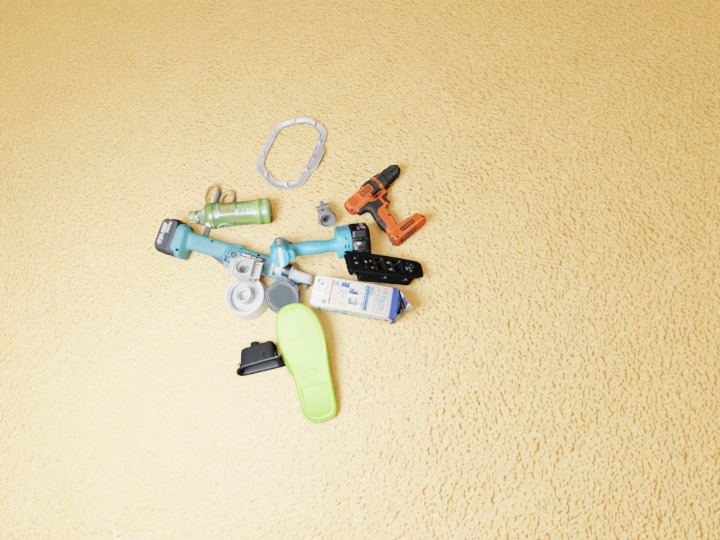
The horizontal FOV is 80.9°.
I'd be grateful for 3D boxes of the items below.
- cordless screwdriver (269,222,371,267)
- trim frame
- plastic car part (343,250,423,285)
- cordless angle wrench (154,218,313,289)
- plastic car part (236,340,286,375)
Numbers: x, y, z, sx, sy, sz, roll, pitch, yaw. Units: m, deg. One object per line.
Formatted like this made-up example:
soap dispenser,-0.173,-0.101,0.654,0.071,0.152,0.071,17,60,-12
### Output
cordless screwdriver,-0.104,-0.068,1.062,0.247,0.164,0.073,-9,109,-6
trim frame,-0.196,-0.344,1.219,0.189,0.027,0.250,19,72,13
plastic car part,0.055,0.003,1.004,0.198,0.066,0.069,3,37,-16
cordless angle wrench,-0.323,-0.036,1.099,0.431,0.073,0.098,16,82,9
plastic car part,-0.244,0.203,1.011,0.117,0.063,0.073,-13,55,6
